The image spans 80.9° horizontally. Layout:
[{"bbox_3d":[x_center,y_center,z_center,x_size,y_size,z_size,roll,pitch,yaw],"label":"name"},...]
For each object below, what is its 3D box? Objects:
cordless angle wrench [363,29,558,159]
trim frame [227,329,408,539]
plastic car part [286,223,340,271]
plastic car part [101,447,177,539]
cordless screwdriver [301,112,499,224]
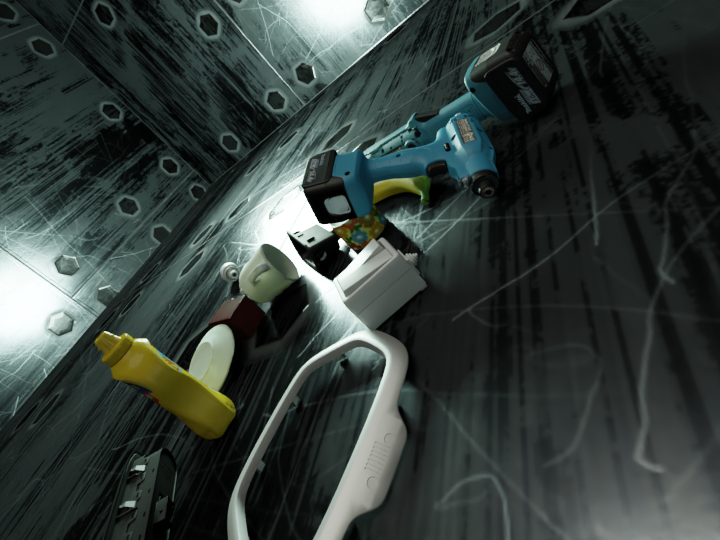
[{"bbox_3d":[0.095,-0.222,0.700,0.438,0.094,0.074,-15,36,53],"label":"cordless angle wrench"},{"bbox_3d":[-0.039,0.159,0.390,0.191,0.026,0.249,-15,37,48],"label":"trim frame"},{"bbox_3d":[-0.069,-0.045,0.708,0.070,0.063,0.122,-35,25,-15],"label":"plastic car part"},{"bbox_3d":[-0.246,0.275,0.481,0.067,0.064,0.211,-37,24,-8],"label":"plastic car part"},{"bbox_3d":[0.048,-0.122,0.562,0.254,0.071,0.164,-14,42,15],"label":"cordless screwdriver"}]
